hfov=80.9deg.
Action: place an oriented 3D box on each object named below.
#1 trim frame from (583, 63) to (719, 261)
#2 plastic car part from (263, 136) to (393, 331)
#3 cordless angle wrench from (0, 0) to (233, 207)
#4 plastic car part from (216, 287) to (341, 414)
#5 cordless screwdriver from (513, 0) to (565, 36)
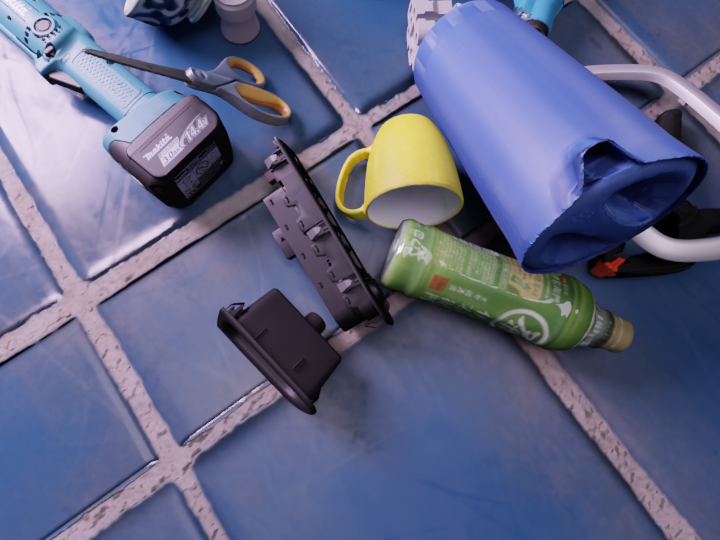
[{"bbox_3d":[0.289,-0.120,0.427,0.183,0.027,0.257,-26,68,-4],"label":"trim frame"},{"bbox_3d":[-0.039,-0.026,0.400,0.067,0.065,0.207,-35,80,-1],"label":"plastic car part"},{"bbox_3d":[-0.314,-0.232,0.439,0.431,0.073,0.097,40,77,9],"label":"cordless angle wrench"},{"bbox_3d":[-0.066,0.063,0.383,0.117,0.066,0.070,42,64,3],"label":"plastic car part"},{"bbox_3d":[0.123,-0.355,0.458,0.242,0.076,0.160,23,76,-15],"label":"cordless screwdriver"}]
